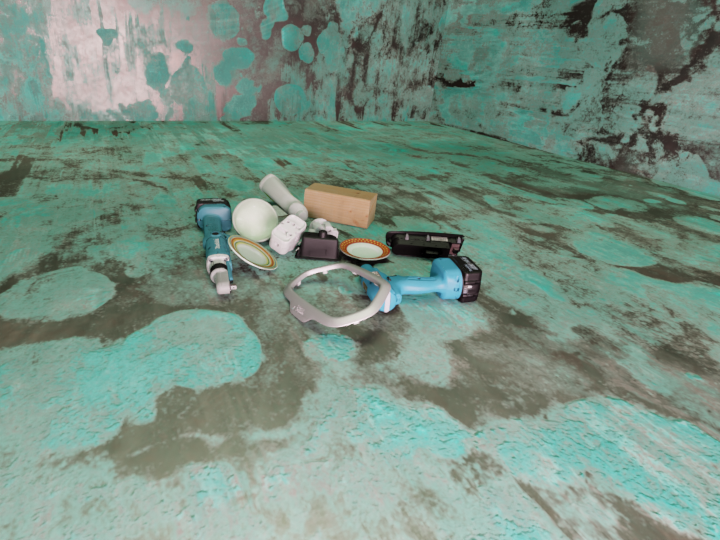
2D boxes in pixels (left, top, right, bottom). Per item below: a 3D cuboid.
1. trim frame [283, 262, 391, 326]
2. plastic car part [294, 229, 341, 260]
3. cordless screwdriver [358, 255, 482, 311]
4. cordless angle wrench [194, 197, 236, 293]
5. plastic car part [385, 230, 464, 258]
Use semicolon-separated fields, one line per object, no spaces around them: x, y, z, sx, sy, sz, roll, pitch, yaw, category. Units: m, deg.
-0.053;0.043;0.844;0.180;0.026;0.263;-28;33;-26;trim frame
-0.103;-0.068;1.056;0.117;0.069;0.067;3;27;3;plastic car part
0.123;0.016;0.927;0.244;0.072;0.166;-7;29;-13;cordless screwdriver
-0.348;-0.066;1.022;0.095;0.073;0.444;-5;31;-19;cordless angle wrench
0.164;-0.061;1.104;0.204;0.064;0.068;8;52;4;plastic car part
